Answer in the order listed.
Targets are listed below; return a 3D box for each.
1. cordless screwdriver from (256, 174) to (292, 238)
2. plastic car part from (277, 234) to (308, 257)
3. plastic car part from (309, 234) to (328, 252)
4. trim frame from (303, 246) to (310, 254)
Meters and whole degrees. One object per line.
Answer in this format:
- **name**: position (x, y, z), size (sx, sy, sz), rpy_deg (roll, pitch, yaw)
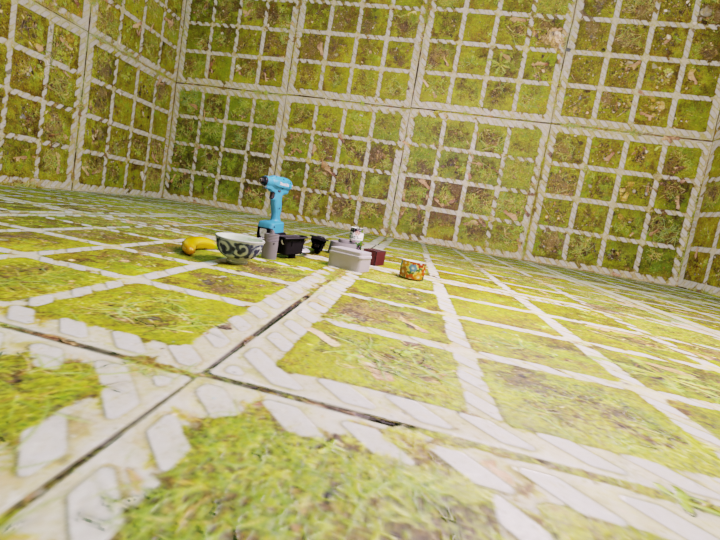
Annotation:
- **cordless screwdriver**: position (-0.322, -0.216, 1.516), size (0.078, 0.247, 0.153), rpy_deg (13, 7, 27)
- **plastic car part**: position (-0.208, -0.072, 1.269), size (0.070, 0.070, 0.111), rpy_deg (15, 9, 39)
- **plastic car part**: position (-0.149, -0.098, 1.527), size (0.066, 0.067, 0.204), rpy_deg (9, 8, -3)
- **trim frame**: position (-0.279, -0.079, 1.387), size (0.237, 0.027, 0.194), rpy_deg (4, 10, -35)
